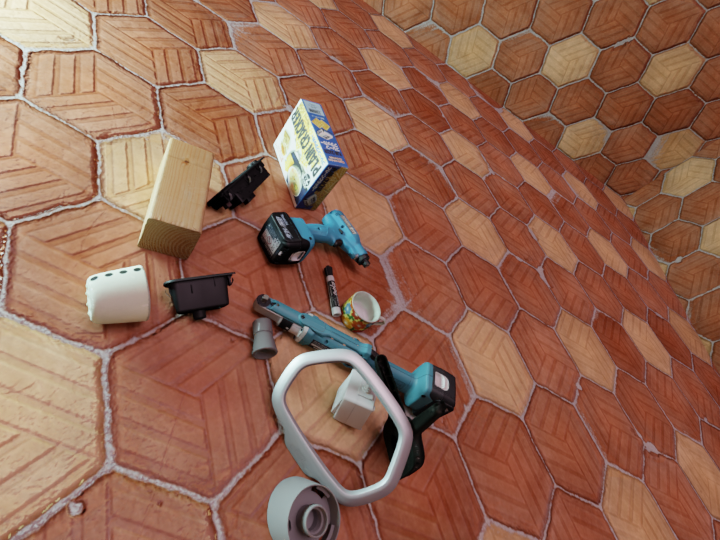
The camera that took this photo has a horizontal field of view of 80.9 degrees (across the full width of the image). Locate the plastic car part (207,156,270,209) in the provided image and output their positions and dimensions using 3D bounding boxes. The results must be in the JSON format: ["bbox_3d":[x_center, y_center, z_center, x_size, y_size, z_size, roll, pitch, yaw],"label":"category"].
[{"bbox_3d":[-0.252,-0.188,0.923,0.065,0.068,0.205,42,39,-19],"label":"plastic car part"}]

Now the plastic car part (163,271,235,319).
[{"bbox_3d":[-0.271,0.046,0.716,0.112,0.068,0.072,-11,79,-40],"label":"plastic car part"}]

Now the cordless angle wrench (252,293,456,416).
[{"bbox_3d":[-0.015,0.156,0.804,0.415,0.098,0.075,29,43,-9],"label":"cordless angle wrench"}]

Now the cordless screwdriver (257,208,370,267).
[{"bbox_3d":[-0.090,-0.059,0.924,0.238,0.075,0.165,-11,58,-47],"label":"cordless screwdriver"}]

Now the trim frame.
[{"bbox_3d":[-0.031,0.242,0.672,0.183,0.027,0.253,-37,81,-8],"label":"trim frame"}]
